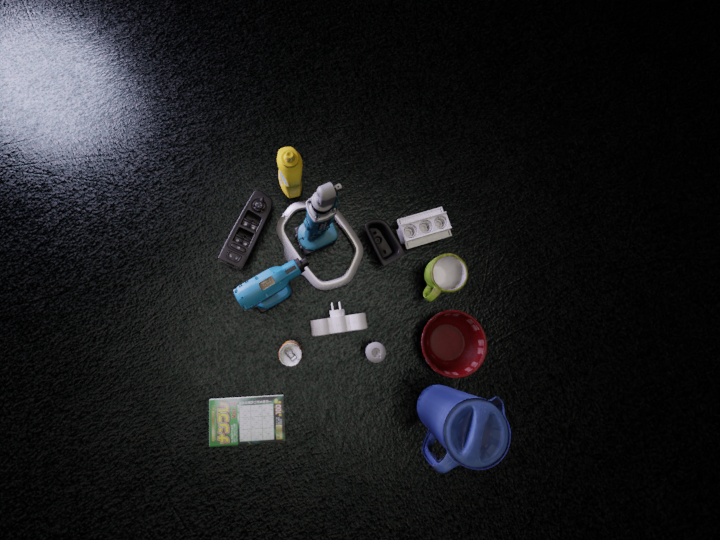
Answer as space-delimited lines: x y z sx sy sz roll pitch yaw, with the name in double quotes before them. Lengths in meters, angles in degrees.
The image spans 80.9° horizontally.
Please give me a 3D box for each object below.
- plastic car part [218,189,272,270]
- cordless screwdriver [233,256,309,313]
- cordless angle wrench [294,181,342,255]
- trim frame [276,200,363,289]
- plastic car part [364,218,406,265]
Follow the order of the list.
"plastic car part" -0.279 -0.101 1.055 0.066 0.067 0.203 23 80 -2
"cordless screwdriver" -0.189 0.031 0.946 0.158 0.249 0.075 -31 89 -10
"cordless angle wrench" -0.087 -0.106 0.886 0.097 0.423 0.075 -24 88 -10
"trim frame" -0.105 -0.069 1.078 0.183 0.027 0.251 -36 84 -8
"plastic car part" 0.052 -0.073 1.066 0.065 0.071 0.118 -28 84 -9
